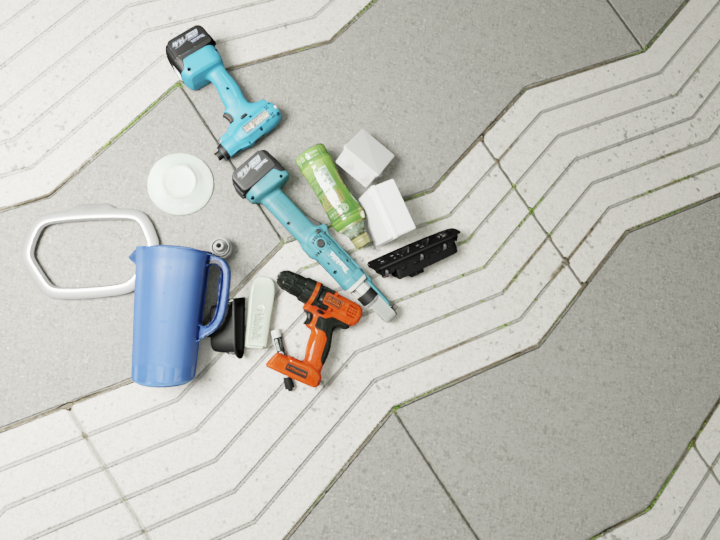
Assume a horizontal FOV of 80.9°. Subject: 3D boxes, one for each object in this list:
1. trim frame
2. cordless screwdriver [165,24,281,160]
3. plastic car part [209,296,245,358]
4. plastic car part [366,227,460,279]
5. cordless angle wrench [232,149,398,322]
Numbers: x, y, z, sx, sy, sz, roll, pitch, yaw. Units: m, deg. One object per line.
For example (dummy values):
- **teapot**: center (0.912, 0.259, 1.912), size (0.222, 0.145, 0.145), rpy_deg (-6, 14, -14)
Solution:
- **trim frame**: center (-0.513, -0.039, 0.807), size (0.246, 0.027, 0.185), rpy_deg (-5, 84, -6)
- **cordless screwdriver**: center (-0.296, -0.352, 0.855), size (0.158, 0.075, 0.247), rpy_deg (-42, 93, -11)
- **plastic car part**: center (-0.259, 0.109, 0.804), size (0.072, 0.065, 0.117), rpy_deg (1, 86, 6)
- **plastic car part**: center (0.121, -0.030, 0.864), size (0.201, 0.068, 0.066), rpy_deg (-28, 99, -10)
- **cordless angle wrench**: center (-0.082, -0.054, 0.841), size (0.097, 0.075, 0.422), rpy_deg (-44, 91, -11)
